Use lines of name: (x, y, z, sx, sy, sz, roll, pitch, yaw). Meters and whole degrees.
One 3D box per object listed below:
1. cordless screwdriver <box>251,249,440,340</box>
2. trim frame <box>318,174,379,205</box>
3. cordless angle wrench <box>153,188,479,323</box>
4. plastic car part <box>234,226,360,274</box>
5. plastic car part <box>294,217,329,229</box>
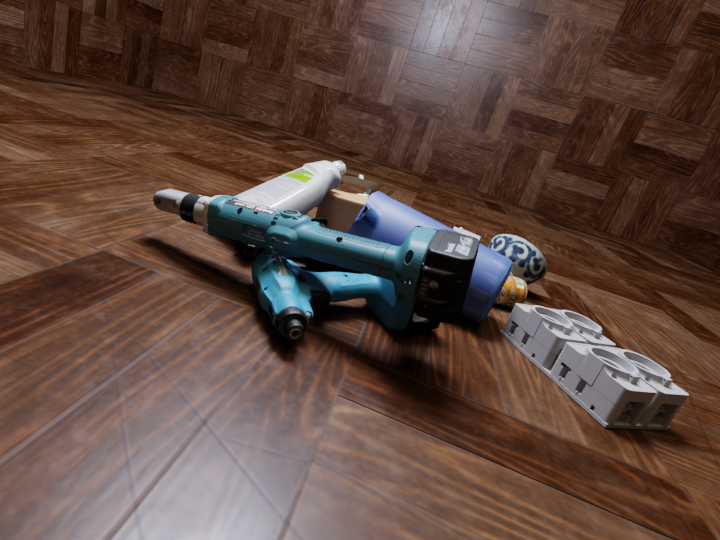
cordless screwdriver: (-0.004, 0.034, 0.521, 0.240, 0.073, 0.167, 4, 23, -21)
trim frame: (-0.058, -0.179, 0.956, 0.182, 0.028, 0.250, 1, -3, -9)
cordless angle wrench: (-0.085, -0.045, 0.513, 0.438, 0.073, 0.096, 15, 24, 20)
plastic car part: (-0.080, -0.022, 0.623, 0.197, 0.065, 0.070, 10, 31, -18)
plastic car part: (-0.070, -0.045, 0.711, 0.074, 0.066, 0.112, 42, 24, 20)
